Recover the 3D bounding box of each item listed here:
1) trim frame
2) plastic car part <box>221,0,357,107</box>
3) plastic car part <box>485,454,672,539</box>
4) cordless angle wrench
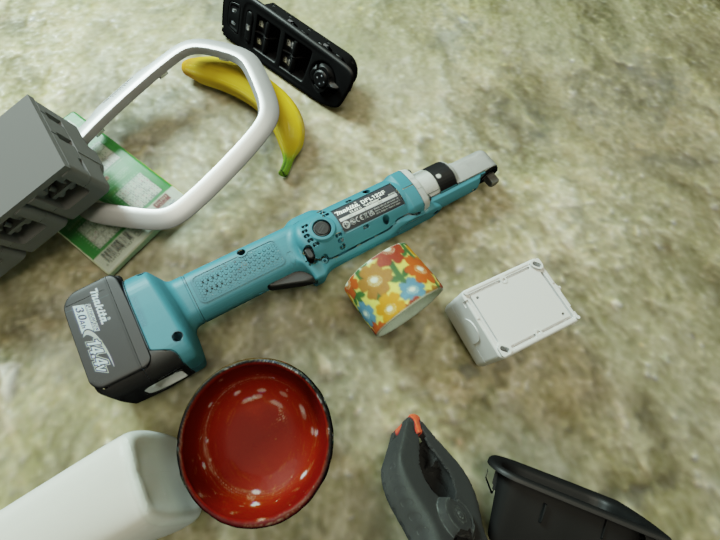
[{"bbox_3d":[-0.197,-0.147,0.439,0.189,0.027,0.248,35,77,12],"label":"trim frame"},{"bbox_3d":[-0.081,-0.270,0.512,0.209,0.066,0.065,42,45,16],"label":"plastic car part"},{"bbox_3d":[0.145,0.195,0.318,0.118,0.065,0.071,16,81,7],"label":"plastic car part"},{"bbox_3d":[-0.039,-0.026,0.399,0.416,0.073,0.101,-28,72,-16],"label":"cordless angle wrench"}]
